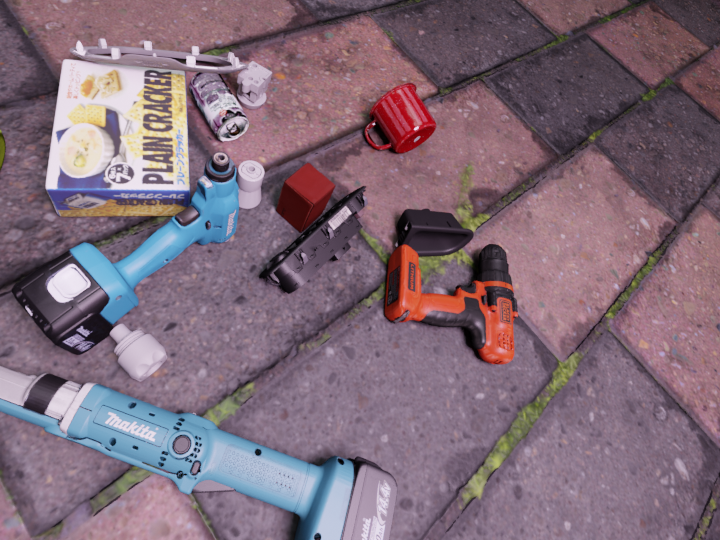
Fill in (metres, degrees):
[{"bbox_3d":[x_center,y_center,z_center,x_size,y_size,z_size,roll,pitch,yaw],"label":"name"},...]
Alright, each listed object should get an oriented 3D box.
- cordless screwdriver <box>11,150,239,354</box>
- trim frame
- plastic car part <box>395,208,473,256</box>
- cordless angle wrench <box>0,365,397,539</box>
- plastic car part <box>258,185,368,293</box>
[{"bbox_3d":[-0.232,-0.028,0.460,0.075,0.159,0.245,44,60,4],"label":"cordless screwdriver"},{"bbox_3d":[-0.290,-0.317,0.623,0.244,0.027,0.191,2,32,-12],"label":"trim frame"},{"bbox_3d":[0.104,-0.065,0.649,0.113,0.065,0.074,-3,51,-24],"label":"plastic car part"},{"bbox_3d":[-0.176,0.178,0.420,0.421,0.074,0.099,22,58,-3],"label":"cordless angle wrench"},{"bbox_3d":[-0.057,-0.037,0.582,0.200,0.069,0.065,-42,109,-32],"label":"plastic car part"}]
